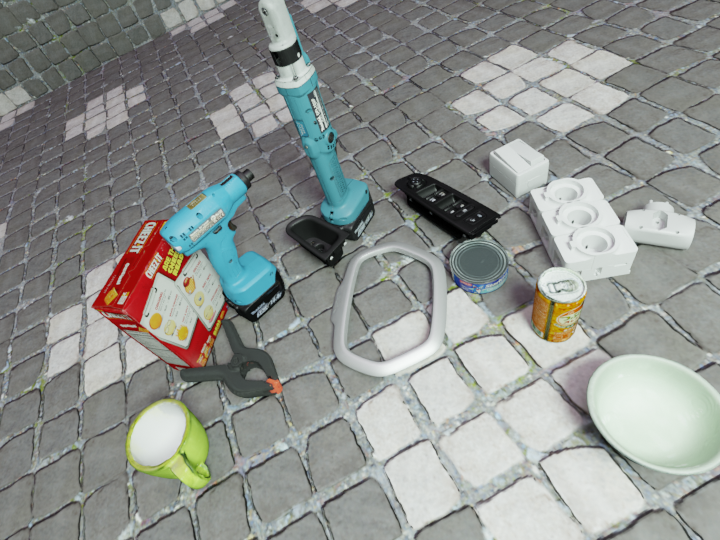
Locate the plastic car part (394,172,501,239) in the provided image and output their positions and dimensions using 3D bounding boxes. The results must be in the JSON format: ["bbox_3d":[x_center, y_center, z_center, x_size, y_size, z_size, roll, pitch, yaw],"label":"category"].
[{"bbox_3d":[0.142,-0.111,0.733,0.066,0.064,0.215,-36,50,-10],"label":"plastic car part"}]

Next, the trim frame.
[{"bbox_3d":[0.042,0.050,0.670,0.189,0.026,0.254,-4,53,18],"label":"trim frame"}]

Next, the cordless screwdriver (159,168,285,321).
[{"bbox_3d":[-0.194,-0.036,0.686,0.078,0.237,0.158,31,67,34],"label":"cordless screwdriver"}]

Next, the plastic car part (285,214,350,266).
[{"bbox_3d":[-0.075,-0.049,0.764,0.123,0.067,0.065,30,68,35],"label":"plastic car part"}]

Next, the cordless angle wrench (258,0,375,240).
[{"bbox_3d":[-0.067,-0.212,0.667,0.078,0.403,0.098,18,60,29],"label":"cordless angle wrench"}]
